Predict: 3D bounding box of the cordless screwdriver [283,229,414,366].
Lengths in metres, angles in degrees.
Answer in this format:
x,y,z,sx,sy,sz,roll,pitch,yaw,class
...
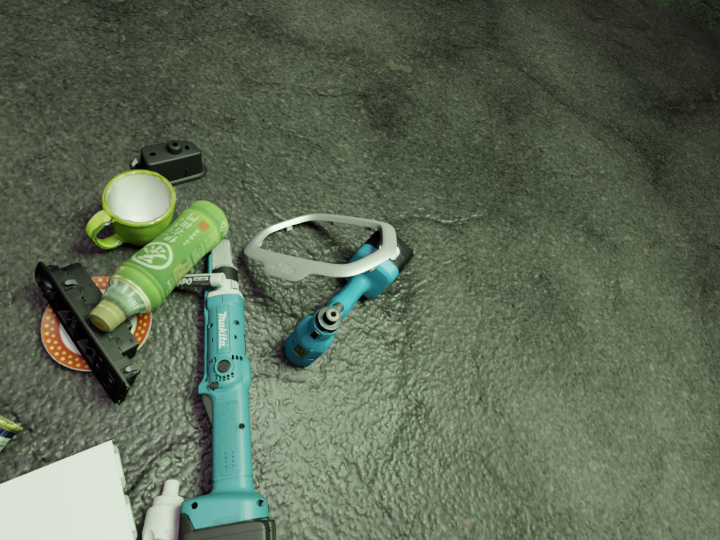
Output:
x,y,z,sx,sy,sz,roll,pitch,yaw,class
-0.008,0.027,0.622,0.075,0.159,0.246,41,55,2,cordless screwdriver

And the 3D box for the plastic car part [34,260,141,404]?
x,y,z,sx,sy,sz,roll,pitch,yaw,class
-0.332,0.061,0.524,0.207,0.066,0.066,45,48,9,plastic car part

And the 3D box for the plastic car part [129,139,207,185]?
x,y,z,sx,sy,sz,roll,pitch,yaw,class
-0.311,-0.182,0.691,0.113,0.071,0.068,-22,74,-26,plastic car part

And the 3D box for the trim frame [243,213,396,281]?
x,y,z,sx,sy,sz,roll,pitch,yaw,class
-0.062,-0.041,0.638,0.261,0.027,0.181,13,36,32,trim frame

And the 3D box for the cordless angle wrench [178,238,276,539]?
x,y,z,sx,sy,sz,roll,pitch,yaw,class
-0.176,0.135,0.551,0.097,0.072,0.439,-8,58,-8,cordless angle wrench
